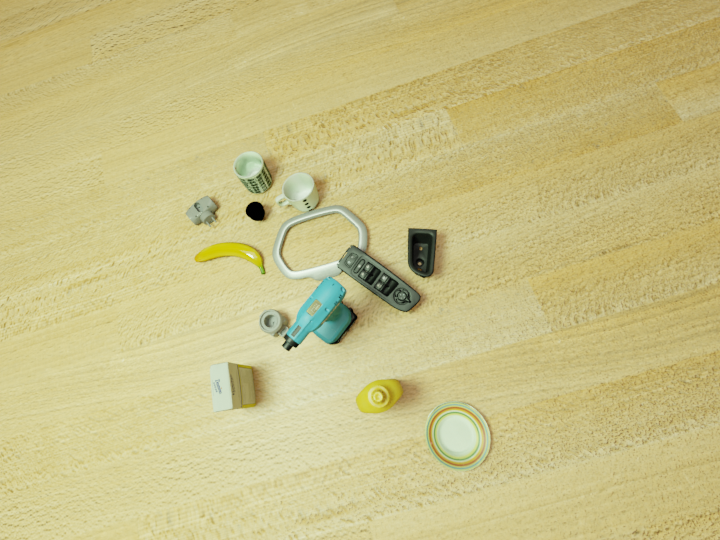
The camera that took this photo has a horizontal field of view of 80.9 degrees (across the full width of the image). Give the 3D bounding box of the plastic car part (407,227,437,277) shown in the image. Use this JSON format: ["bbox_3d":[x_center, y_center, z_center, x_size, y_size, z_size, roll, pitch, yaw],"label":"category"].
[{"bbox_3d":[0.141,-0.034,0.992,0.067,0.069,0.118,3,73,8],"label":"plastic car part"}]

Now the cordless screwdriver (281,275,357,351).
[{"bbox_3d":[-0.084,0.111,0.890,0.077,0.241,0.159,37,80,14],"label":"cordless screwdriver"}]

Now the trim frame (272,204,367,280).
[{"bbox_3d":[-0.104,-0.068,1.068,0.250,0.026,0.189,-17,70,4],"label":"trim frame"}]

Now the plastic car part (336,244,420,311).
[{"bbox_3d":[0.043,0.026,0.990,0.210,0.065,0.066,35,80,18],"label":"plastic car part"}]
